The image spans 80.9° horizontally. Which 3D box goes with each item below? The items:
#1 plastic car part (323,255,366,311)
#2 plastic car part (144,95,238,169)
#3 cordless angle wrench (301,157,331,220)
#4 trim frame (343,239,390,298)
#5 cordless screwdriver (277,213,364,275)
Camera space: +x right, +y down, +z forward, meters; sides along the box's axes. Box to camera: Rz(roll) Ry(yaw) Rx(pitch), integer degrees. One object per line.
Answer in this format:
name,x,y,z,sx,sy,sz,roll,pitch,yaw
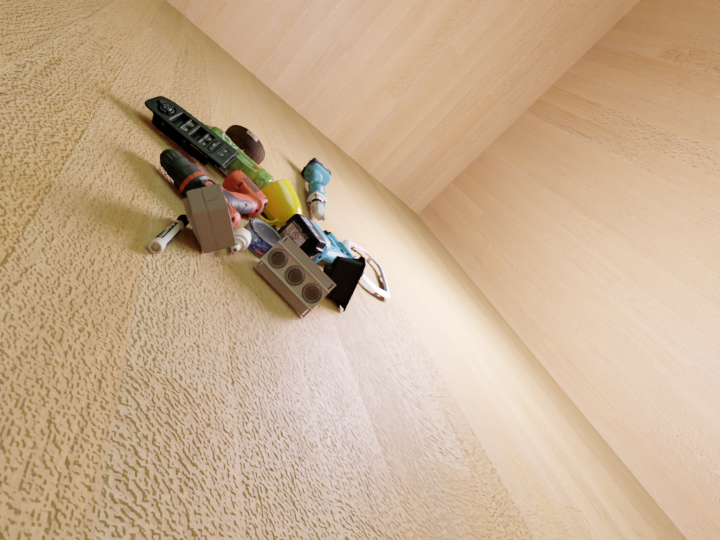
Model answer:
plastic car part,-0.043,0.013,0.849,0.069,0.115,0.068,15,26,-16
plastic car part,-0.355,-0.282,0.878,0.199,0.068,0.066,41,53,-10
cordless angle wrench,-0.141,-0.259,1.362,0.094,0.075,0.436,37,19,-23
trim frame,0.019,-0.005,1.181,0.179,0.028,0.255,38,15,-18
cordless screwdriver,-0.094,-0.062,0.964,0.167,0.075,0.236,53,14,29
